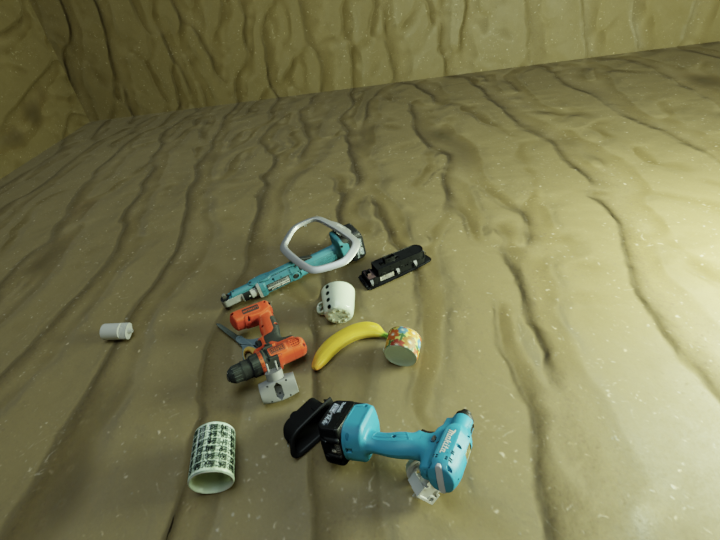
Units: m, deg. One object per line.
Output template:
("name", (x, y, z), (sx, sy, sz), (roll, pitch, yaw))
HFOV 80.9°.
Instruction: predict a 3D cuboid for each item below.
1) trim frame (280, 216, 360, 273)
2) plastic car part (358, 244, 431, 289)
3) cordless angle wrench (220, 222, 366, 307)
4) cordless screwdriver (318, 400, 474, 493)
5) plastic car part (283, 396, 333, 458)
("trim frame", (-0.113, -0.074, 1.151), (0.182, 0.026, 0.263), (-40, 45, -18))
("plastic car part", (0.093, -0.020, 1.144), (0.199, 0.065, 0.070), (-20, 32, -14))
("cordless angle wrench", (-0.188, -0.001, 1.179), (0.418, 0.094, 0.078), (-26, 40, -11))
("cordless screwdriver", (0.062, 0.278, 0.727), (0.260, 0.073, 0.155), (-2, 19, 31))
("plastic car part", (-0.105, 0.292, 0.815), (0.115, 0.063, 0.075), (-35, 29, -23))
